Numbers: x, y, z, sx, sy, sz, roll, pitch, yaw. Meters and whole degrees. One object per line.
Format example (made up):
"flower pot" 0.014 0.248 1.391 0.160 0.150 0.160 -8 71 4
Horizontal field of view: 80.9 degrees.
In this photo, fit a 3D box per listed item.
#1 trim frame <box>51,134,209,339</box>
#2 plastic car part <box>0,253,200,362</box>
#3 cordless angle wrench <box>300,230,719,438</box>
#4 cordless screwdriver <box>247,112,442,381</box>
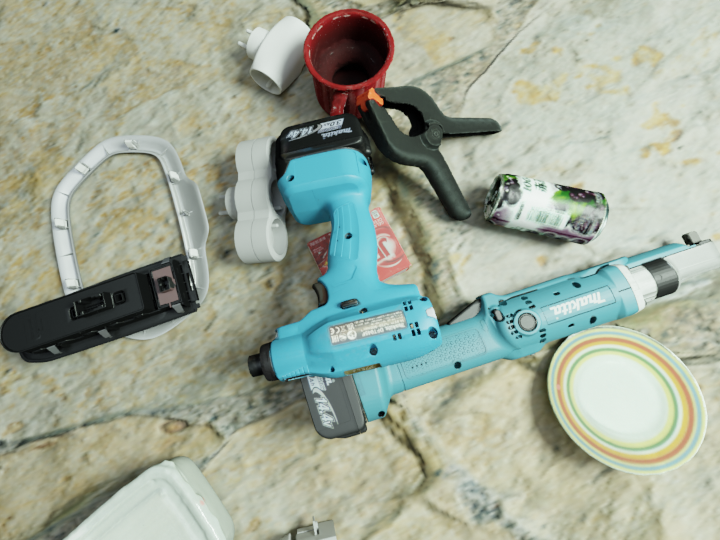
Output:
"trim frame" -0.265 -0.044 0.486 0.184 0.027 0.253 -18 77 0
"plastic car part" -0.273 0.044 0.432 0.204 0.066 0.067 -19 88 3
"cordless angle wrench" 0.149 0.050 0.412 0.422 0.073 0.100 -18 78 -1
"cordless screwdriver" -0.039 -0.026 0.400 0.160 0.071 0.258 -16 61 4
